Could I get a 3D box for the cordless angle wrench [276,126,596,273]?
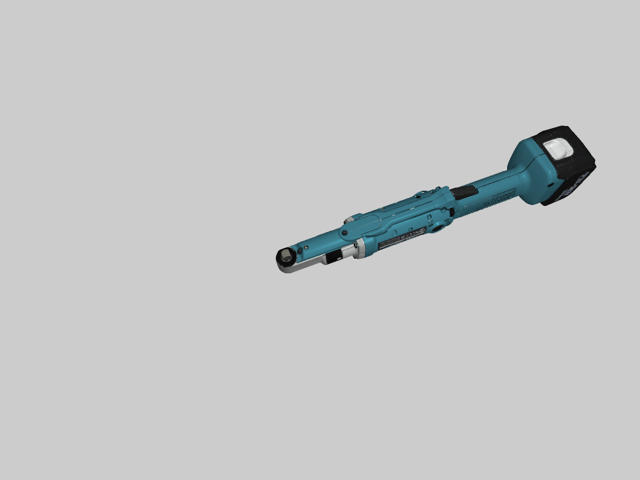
[{"bbox_3d":[0.144,-0.039,0.557,0.423,0.074,0.098,-20,-24,-7],"label":"cordless angle wrench"}]
